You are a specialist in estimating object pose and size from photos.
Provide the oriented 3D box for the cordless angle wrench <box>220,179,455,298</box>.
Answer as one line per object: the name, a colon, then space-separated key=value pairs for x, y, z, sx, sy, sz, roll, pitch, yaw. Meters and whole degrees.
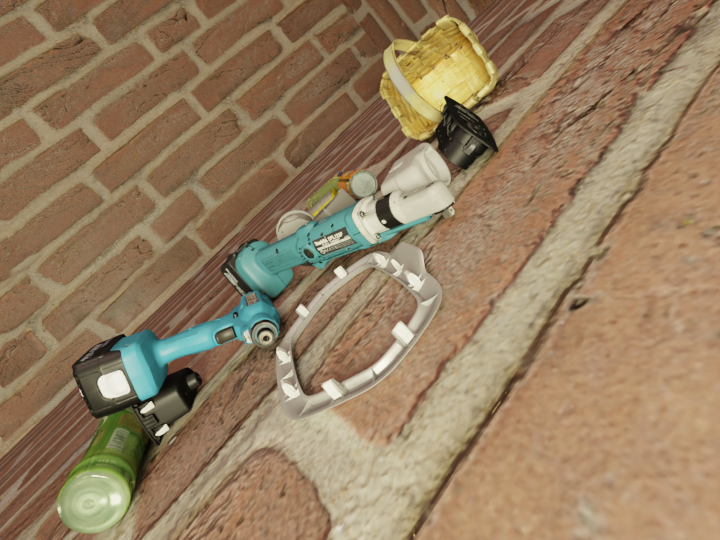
cordless angle wrench: x=-0.057 y=-0.037 z=0.584 sx=0.438 sy=0.095 sz=0.074 roll=-17 pitch=25 yaw=47

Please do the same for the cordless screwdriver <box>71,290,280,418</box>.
cordless screwdriver: x=-0.220 y=0.100 z=0.529 sx=0.245 sy=0.073 sz=0.164 roll=-22 pitch=13 yaw=-12

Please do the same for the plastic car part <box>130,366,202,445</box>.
plastic car part: x=-0.257 y=0.169 z=0.586 sx=0.071 sy=0.064 sz=0.119 roll=-27 pitch=14 yaw=-1

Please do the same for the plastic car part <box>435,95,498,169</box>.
plastic car part: x=0.130 y=-0.183 z=0.561 sx=0.067 sy=0.065 sz=0.206 roll=-47 pitch=15 yaw=23

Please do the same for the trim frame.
trim frame: x=-0.014 y=0.043 z=0.407 sx=0.184 sy=0.027 sz=0.255 roll=-42 pitch=16 yaw=-2
